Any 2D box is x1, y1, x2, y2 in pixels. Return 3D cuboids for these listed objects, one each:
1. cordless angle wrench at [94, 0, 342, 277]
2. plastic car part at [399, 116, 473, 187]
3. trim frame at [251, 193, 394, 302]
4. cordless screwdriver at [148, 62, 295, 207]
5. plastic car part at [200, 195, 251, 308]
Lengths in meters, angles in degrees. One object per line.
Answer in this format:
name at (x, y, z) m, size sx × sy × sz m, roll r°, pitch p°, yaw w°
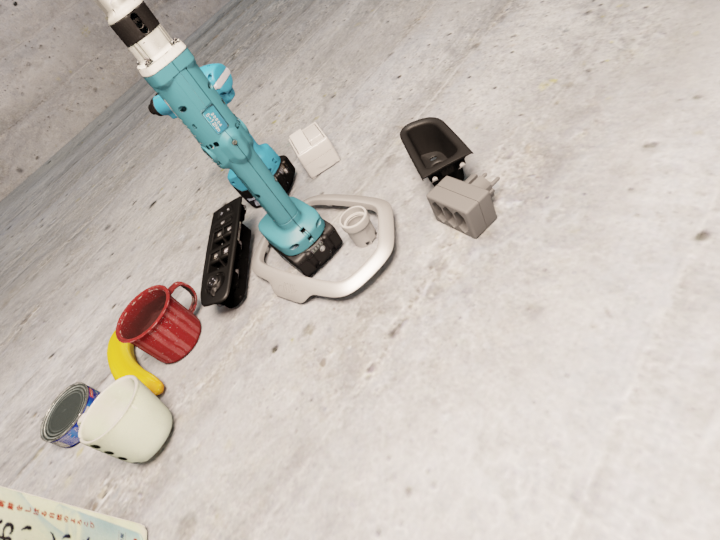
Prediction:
cordless angle wrench at (-0.155, -0.150, 0.488) m, size 0.074 × 0.401 × 0.104 m, roll -45°, pitch 43°, yaw -12°
plastic car part at (0.102, -0.149, 0.566) m, size 0.067 × 0.067 × 0.122 m, roll -27°, pitch 43°, yaw 10°
trim frame at (-0.059, -0.039, 0.605) m, size 0.262 × 0.026 × 0.184 m, roll 12°, pitch 61°, yaw 39°
cordless screwdriver at (-0.229, -0.214, 0.714) m, size 0.165 × 0.236 × 0.075 m, roll -7°, pitch 49°, yaw 28°
plastic car part at (-0.205, -0.021, 0.657) m, size 0.068 × 0.063 × 0.210 m, roll -21°, pitch 45°, yaw 16°
